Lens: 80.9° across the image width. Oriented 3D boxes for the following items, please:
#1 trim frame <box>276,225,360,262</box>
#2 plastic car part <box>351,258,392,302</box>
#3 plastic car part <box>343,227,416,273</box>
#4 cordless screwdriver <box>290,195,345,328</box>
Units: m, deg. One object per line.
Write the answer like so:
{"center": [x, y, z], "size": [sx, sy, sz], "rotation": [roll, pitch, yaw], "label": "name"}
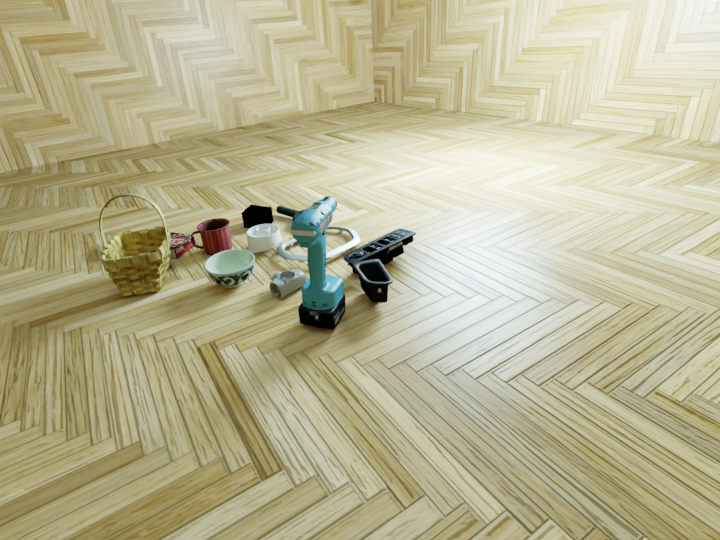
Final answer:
{"center": [-0.114, -0.075, 1.170], "size": [0.242, 0.027, 0.195], "rotation": [-29, 37, -35], "label": "trim frame"}
{"center": [0.028, 0.031, 0.915], "size": [0.065, 0.069, 0.122], "rotation": [-10, 29, -11], "label": "plastic car part"}
{"center": [0.045, -0.045, 1.049], "size": [0.197, 0.065, 0.070], "rotation": [-23, 33, -28], "label": "plastic car part"}
{"center": [-0.075, -0.019, 0.845], "size": [0.077, 0.241, 0.159], "rotation": [5, 29, 17], "label": "cordless screwdriver"}
